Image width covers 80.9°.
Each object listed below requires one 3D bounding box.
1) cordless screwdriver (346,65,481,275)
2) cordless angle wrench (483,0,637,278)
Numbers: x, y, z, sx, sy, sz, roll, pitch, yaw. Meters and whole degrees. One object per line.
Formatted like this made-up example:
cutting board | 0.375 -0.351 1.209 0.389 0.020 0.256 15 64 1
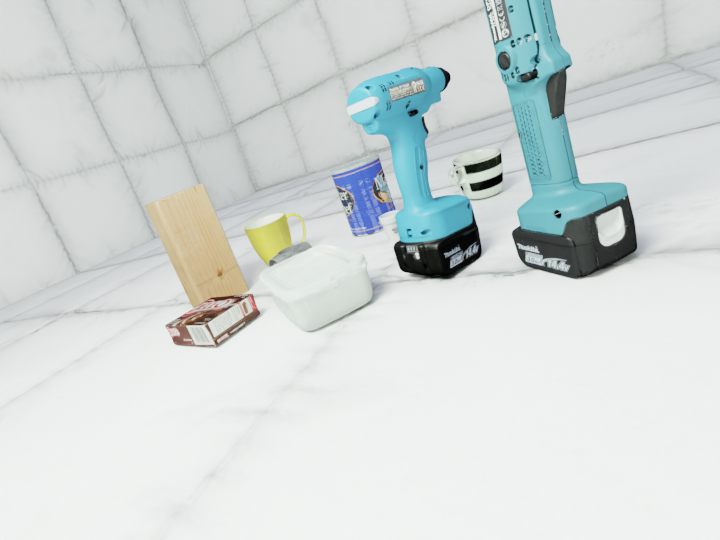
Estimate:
cordless screwdriver | 0.086 -0.127 0.531 0.155 0.243 0.078 -29 17 -33
cordless angle wrench | 0.157 -0.201 0.391 0.073 0.414 0.101 -23 14 -13
